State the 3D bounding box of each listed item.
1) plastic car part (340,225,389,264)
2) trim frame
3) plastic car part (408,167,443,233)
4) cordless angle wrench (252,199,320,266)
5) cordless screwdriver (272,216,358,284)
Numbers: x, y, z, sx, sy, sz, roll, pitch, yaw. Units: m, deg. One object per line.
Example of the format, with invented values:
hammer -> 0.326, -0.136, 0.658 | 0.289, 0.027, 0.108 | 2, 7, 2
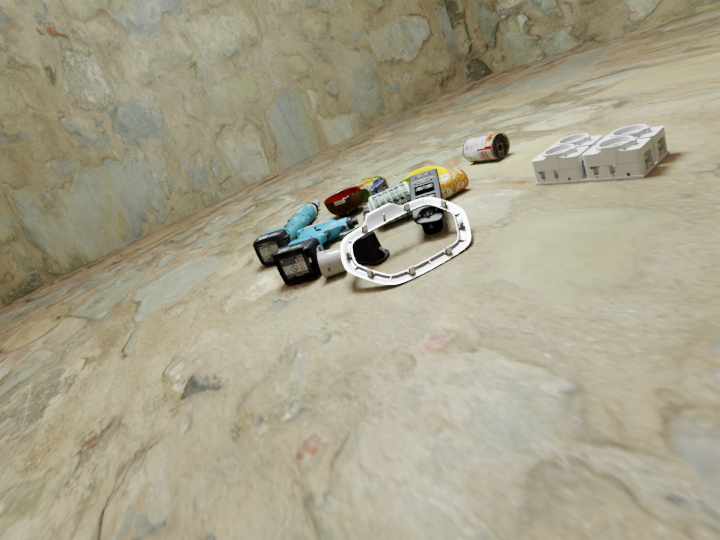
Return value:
plastic car part -> 0.003, -0.055, 0.860 | 0.065, 0.069, 0.122 | -36, 21, -28
trim frame -> 0.080, -0.062, 0.773 | 0.247, 0.026, 0.194 | -29, 45, -8
plastic car part -> 0.141, -0.142, 0.895 | 0.068, 0.064, 0.207 | -10, 35, 12
cordless angle wrench -> -0.186, -0.138, 1.245 | 0.100, 0.072, 0.424 | -16, 21, 19
cordless screwdriver -> -0.095, -0.062, 0.976 | 0.163, 0.072, 0.249 | -17, 19, 17
